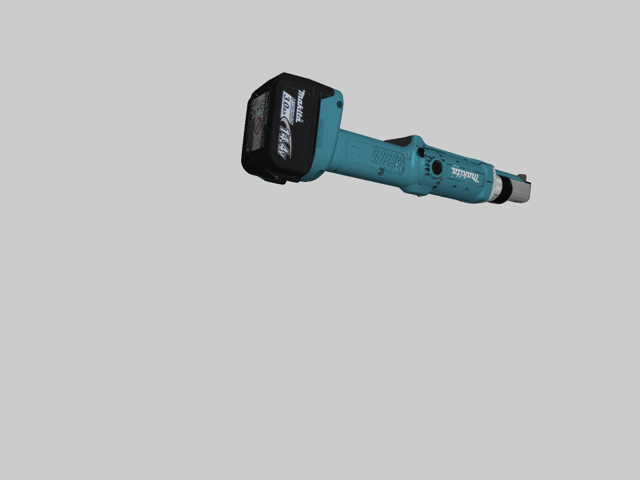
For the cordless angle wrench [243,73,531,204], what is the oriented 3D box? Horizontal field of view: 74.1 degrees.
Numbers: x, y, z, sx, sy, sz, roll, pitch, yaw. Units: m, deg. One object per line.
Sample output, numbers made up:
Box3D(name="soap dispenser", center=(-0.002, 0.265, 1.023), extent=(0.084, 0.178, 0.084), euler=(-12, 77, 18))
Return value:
Box3D(name="cordless angle wrench", center=(0.119, -0.087, 0.509), extent=(0.422, 0.098, 0.074), euler=(7, 0, -31))
